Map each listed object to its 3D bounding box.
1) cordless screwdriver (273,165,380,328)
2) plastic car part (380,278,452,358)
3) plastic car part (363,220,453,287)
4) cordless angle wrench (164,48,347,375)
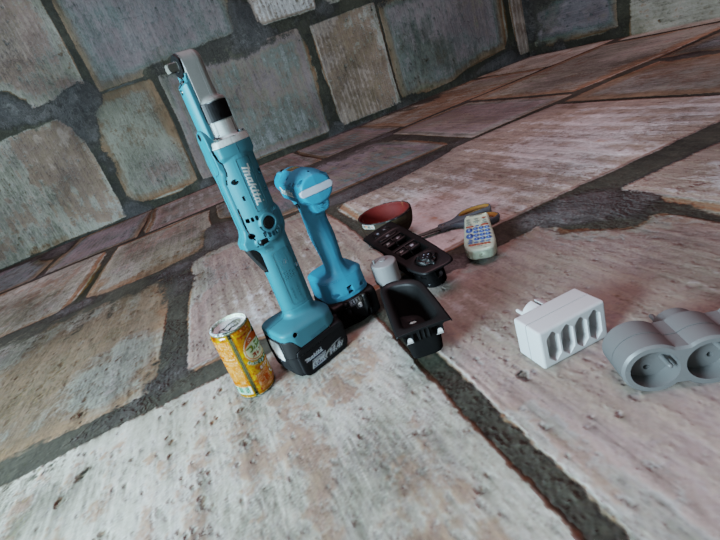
[{"bbox_3d":[-0.063,-0.041,0.648,0.073,0.241,0.167,-27,23,-18],"label":"cordless screwdriver"},{"bbox_3d":[0.069,0.065,0.536,0.066,0.069,0.120,-20,24,0],"label":"plastic car part"},{"bbox_3d":[0.079,-0.023,0.712,0.065,0.065,0.212,-26,25,-14],"label":"plastic car part"},{"bbox_3d":[-0.129,-0.060,0.536,0.096,0.410,0.078,-32,24,-30],"label":"cordless angle wrench"}]
